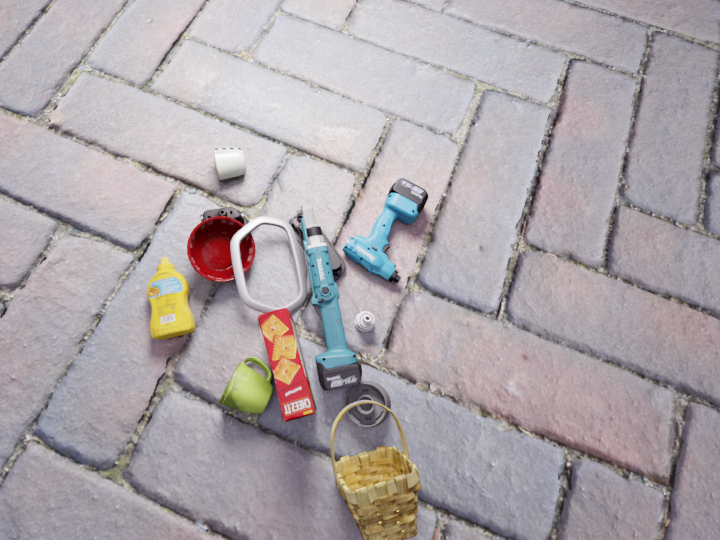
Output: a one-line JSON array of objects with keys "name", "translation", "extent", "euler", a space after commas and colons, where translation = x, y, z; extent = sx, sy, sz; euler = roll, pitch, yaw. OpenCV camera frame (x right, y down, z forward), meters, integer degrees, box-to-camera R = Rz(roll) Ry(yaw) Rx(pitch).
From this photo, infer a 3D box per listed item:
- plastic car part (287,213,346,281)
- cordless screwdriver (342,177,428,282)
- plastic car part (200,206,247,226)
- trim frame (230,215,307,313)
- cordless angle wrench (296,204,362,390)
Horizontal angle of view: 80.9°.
[{"name": "plastic car part", "translation": [-0.103, -0.068, 1.057], "extent": [0.065, 0.067, 0.207], "euler": [-31, 78, -20]}, {"name": "cordless screwdriver", "translation": [0.087, -0.100, 1.066], "extent": [0.162, 0.073, 0.248], "euler": [35, 78, 8]}, {"name": "plastic car part", "translation": [-0.349, -0.132, 1.066], "extent": [0.116, 0.070, 0.067], "euler": [-13, 76, -4]}, {"name": "trim frame", "translation": [-0.216, -0.012, 1.024], "extent": [0.179, 0.028, 0.252], "euler": [-12, 80, -22]}, {"name": "cordless angle wrench", "translation": [-0.083, 0.050, 0.975], "extent": [0.097, 0.074, 0.429], "euler": [-11, 80, -4]}]
